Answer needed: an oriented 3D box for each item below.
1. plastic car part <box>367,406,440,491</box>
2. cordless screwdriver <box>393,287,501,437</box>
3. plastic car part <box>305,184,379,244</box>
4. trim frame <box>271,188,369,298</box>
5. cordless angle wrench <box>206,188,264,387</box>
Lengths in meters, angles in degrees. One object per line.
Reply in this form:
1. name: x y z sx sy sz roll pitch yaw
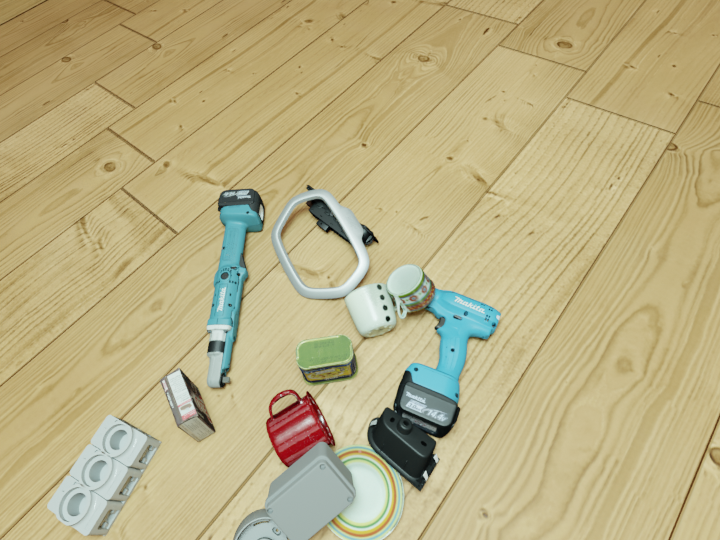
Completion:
1. plastic car part: 0.066 0.259 0.648 0.122 0.070 0.064 34 39 23
2. cordless screwdriver: 0.124 0.138 0.725 0.165 0.071 0.248 21 59 20
3. plastic car part: -0.051 -0.108 0.914 0.212 0.063 0.067 34 77 26
4. trim frame: -0.085 -0.056 0.870 0.185 0.026 0.258 -34 66 9
5. cordless angle wrench: -0.266 0.021 0.862 0.099 0.071 0.435 -4 59 5
